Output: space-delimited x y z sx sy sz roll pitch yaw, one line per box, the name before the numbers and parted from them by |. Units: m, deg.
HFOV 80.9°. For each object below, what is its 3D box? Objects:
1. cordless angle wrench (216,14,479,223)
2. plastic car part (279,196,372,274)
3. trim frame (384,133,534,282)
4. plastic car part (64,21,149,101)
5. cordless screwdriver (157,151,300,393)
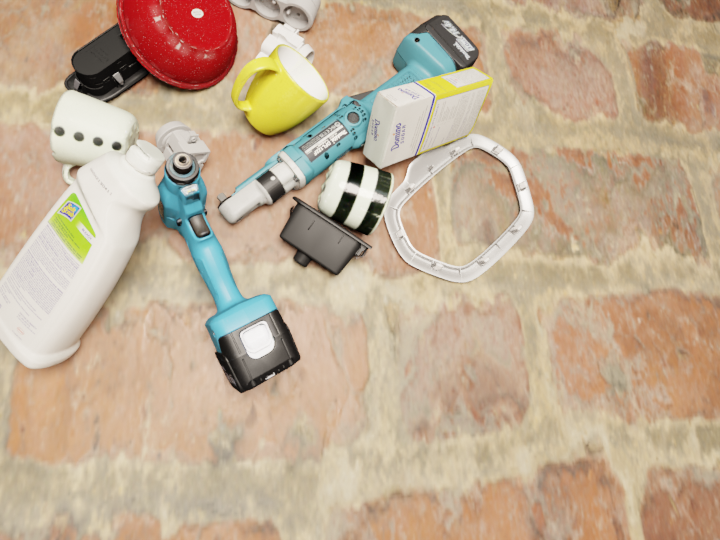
cordless angle wrench | -0.016 -0.199 0.579 0.419 0.075 0.098 -41 89 -14
plastic car part | -0.053 -0.035 0.540 0.117 0.066 0.071 31 88 0
trim frame | 0.146 -0.095 0.604 0.246 0.027 0.186 -40 85 -15
plastic car part | -0.298 -0.296 0.556 0.065 0.068 0.202 44 76 -9
cordless screwdriver | -0.151 0.001 0.456 0.073 0.161 0.251 -25 85 -25
